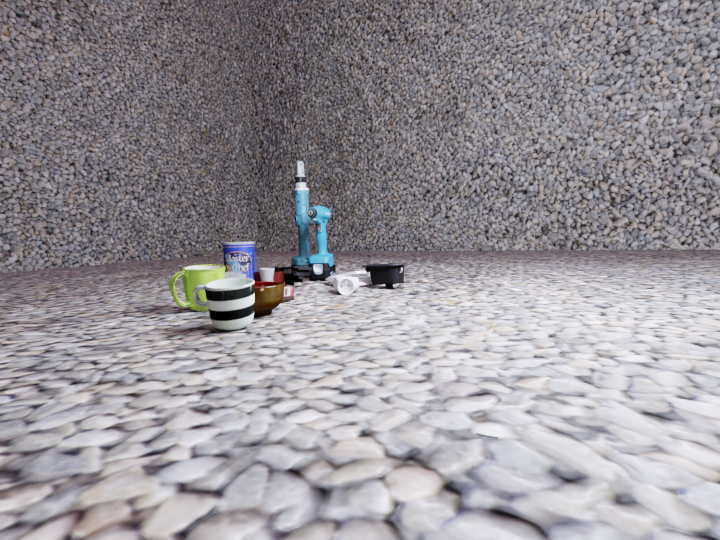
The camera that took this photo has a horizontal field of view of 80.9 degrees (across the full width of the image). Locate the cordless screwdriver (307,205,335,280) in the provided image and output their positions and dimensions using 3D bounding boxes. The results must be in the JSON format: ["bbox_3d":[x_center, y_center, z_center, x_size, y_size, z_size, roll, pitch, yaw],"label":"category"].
[{"bbox_3d":[-0.137,-0.089,1.399,0.076,0.248,0.156,-2,3,13],"label":"cordless screwdriver"}]

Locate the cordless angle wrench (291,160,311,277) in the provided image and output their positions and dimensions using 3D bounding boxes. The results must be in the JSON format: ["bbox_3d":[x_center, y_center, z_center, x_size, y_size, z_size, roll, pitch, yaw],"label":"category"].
[{"bbox_3d":[-0.214,-0.187,1.542,0.072,0.422,0.102,-3,2,-26],"label":"cordless angle wrench"}]

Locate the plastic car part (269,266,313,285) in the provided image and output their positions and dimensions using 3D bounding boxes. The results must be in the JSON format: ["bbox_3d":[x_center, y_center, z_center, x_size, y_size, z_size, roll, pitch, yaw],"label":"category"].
[{"bbox_3d":[-0.224,0.015,1.297,0.063,0.067,0.213,-5,6,-38],"label":"plastic car part"}]

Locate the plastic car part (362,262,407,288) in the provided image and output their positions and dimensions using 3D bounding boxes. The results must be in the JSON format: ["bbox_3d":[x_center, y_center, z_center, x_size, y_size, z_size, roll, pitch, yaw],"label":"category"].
[{"bbox_3d":[0.071,0.014,1.156,0.122,0.071,0.063,2,5,42],"label":"plastic car part"}]

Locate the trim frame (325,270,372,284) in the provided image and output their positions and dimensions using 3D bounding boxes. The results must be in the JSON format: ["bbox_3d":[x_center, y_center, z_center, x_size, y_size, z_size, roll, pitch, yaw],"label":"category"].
[{"bbox_3d":[0.004,0.024,1.314,0.193,0.027,0.238,2,7,38],"label":"trim frame"}]
